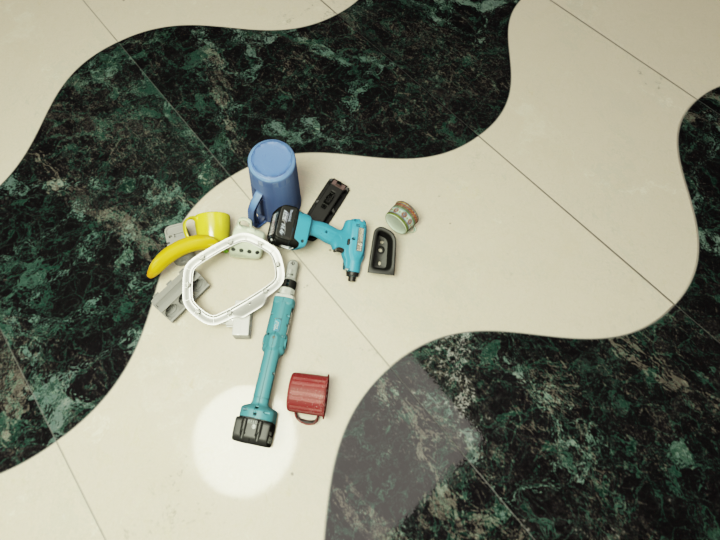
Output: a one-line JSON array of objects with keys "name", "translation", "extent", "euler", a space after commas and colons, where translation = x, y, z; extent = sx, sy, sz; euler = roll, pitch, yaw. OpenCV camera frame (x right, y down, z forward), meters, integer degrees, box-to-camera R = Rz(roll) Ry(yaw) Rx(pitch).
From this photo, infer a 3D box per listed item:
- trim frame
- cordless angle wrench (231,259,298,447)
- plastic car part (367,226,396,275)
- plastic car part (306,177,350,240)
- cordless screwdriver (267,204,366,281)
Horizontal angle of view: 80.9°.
[{"name": "trim frame", "translation": [-0.297, 0.017, 0.987], "extent": [0.245, 0.027, 0.186], "euler": [-31, 84, -15]}, {"name": "cordless angle wrench", "translation": [-0.194, 0.165, 0.960], "extent": [0.075, 0.095, 0.431], "euler": [8, 63, 2]}, {"name": "plastic car part", "translation": [0.054, -0.047, 1.067], "extent": [0.066, 0.070, 0.117], "euler": [7, 83, -2]}, {"name": "plastic car part", "translation": [-0.095, -0.166, 1.124], "extent": [0.066, 0.068, 0.203], "euler": [32, 72, -7]}, {"name": "cordless screwdriver", "translation": [-0.101, -0.066, 1.035], "extent": [0.239, 0.076, 0.161], "euler": [10, 79, -23]}]
